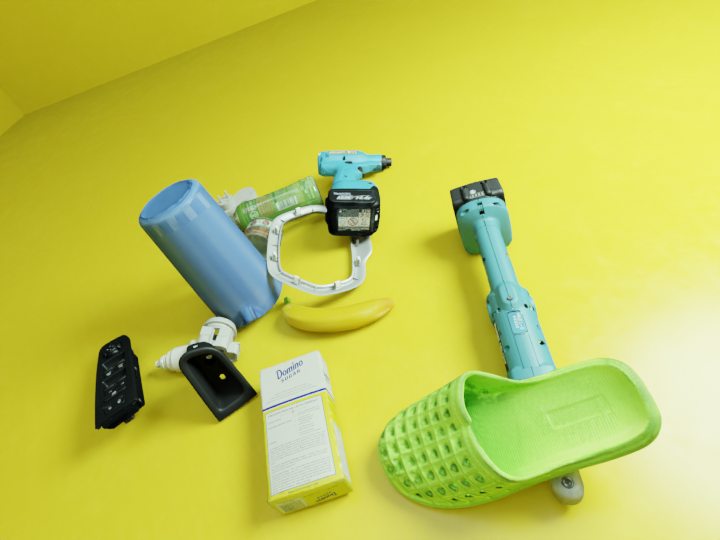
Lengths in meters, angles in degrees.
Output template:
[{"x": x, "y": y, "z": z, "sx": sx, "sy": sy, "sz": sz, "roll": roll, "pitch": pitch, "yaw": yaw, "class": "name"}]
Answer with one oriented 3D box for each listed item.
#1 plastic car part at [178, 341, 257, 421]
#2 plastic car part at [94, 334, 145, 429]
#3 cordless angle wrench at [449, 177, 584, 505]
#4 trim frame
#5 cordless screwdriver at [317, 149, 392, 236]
[{"x": -0.214, "y": 0.145, "z": 0.616, "sx": 0.065, "sy": 0.113, "sz": 0.074, "roll": -35, "pitch": 19, "yaw": -12, "class": "plastic car part"}, {"x": -0.384, "y": 0.176, "z": 0.685, "sx": 0.066, "sy": 0.063, "sz": 0.215, "roll": -41, "pitch": 41, "yaw": -8, "class": "plastic car part"}, {"x": 0.190, "y": 0.049, "z": 0.532, "sx": 0.076, "sy": 0.093, "sz": 0.436, "roll": -15, "pitch": 47, "yaw": 14, "class": "cordless angle wrench"}, {"x": -0.074, "y": -0.048, "z": 0.757, "sx": 0.183, "sy": 0.027, "sz": 0.257, "roll": 0, "pitch": 40, "yaw": -5, "class": "trim frame"}, {"x": -0.001, "y": -0.166, "z": 0.825, "sx": 0.158, "sy": 0.072, "sz": 0.258, "roll": -3, "pitch": 39, "yaw": -4, "class": "cordless screwdriver"}]
